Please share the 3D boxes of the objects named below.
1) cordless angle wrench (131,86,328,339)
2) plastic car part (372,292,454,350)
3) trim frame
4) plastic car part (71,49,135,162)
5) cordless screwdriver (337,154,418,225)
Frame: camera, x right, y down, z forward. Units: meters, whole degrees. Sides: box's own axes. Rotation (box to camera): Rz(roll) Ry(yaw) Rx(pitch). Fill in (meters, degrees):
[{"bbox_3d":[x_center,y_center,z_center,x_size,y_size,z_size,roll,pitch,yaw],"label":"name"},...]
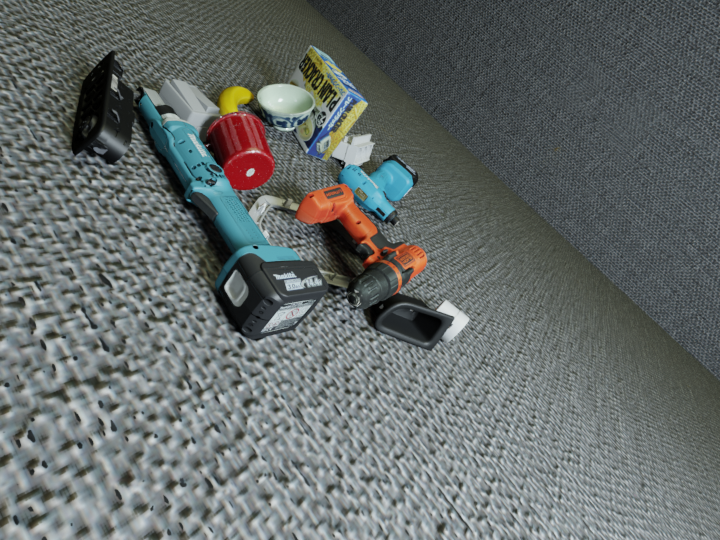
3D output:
[{"bbox_3d":[-0.198,-0.109,0.540,0.093,0.074,0.441,-1,46,-52],"label":"cordless angle wrench"},{"bbox_3d":[0.066,0.062,0.628,0.112,0.066,0.074,23,18,-23],"label":"plastic car part"},{"bbox_3d":[-0.063,-0.041,0.648,0.235,0.028,0.193,18,36,-39],"label":"trim frame"},{"bbox_3d":[-0.321,-0.199,0.535,0.063,0.067,0.213,51,12,-46],"label":"plastic car part"},{"bbox_3d":[0.063,-0.184,0.962,0.162,0.075,0.243,45,32,8],"label":"cordless screwdriver"}]
